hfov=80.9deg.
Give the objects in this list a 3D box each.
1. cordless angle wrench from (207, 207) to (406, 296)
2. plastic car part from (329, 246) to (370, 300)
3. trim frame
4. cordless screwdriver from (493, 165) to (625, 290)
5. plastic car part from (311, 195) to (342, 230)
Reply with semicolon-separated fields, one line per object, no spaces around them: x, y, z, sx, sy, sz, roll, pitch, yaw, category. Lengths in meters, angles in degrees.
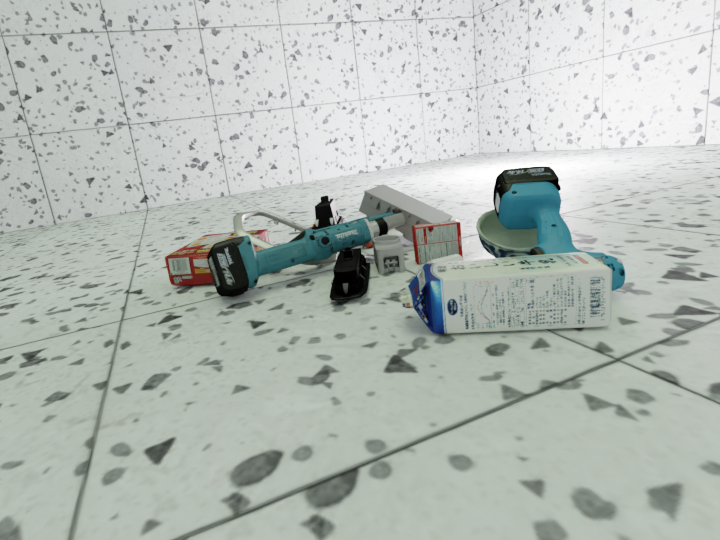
-0.081;-0.053;0.832;0.411;0.099;0.076;-18;-6;-26;cordless angle wrench
-0.017;-0.002;0.747;0.067;0.066;0.205;0;20;3;plastic car part
-0.166;-0.073;0.931;0.252;0.027;0.184;21;27;7;trim frame
0.260;-0.060;0.650;0.161;0.071;0.257;-8;44;4;cordless screwdriver
-0.082;-0.145;1.026;0.067;0.069;0.117;-7;20;9;plastic car part
